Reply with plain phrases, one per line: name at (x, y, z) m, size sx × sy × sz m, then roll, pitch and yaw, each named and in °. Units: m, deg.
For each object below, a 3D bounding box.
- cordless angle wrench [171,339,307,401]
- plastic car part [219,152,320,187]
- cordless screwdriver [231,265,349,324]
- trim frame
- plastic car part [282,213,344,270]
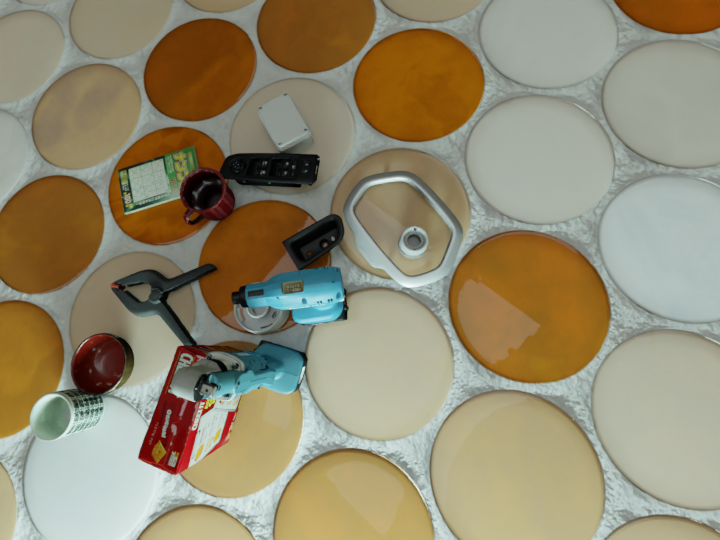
cordless angle wrench at (-0.155, 0.141, 0.587) m, size 0.099 × 0.414 × 0.075 m, roll 15°, pitch 80°, yaw 5°
plastic car part at (-0.182, -0.200, 0.853) m, size 0.206 × 0.065 × 0.067 m, roll 6°, pitch 79°, yaw 8°
cordless screwdriver at (-0.100, 0.046, 0.691) m, size 0.160 × 0.243 × 0.075 m, roll -8°, pitch 79°, yaw 2°
trim frame at (0.078, -0.085, 0.811) m, size 0.184 × 0.027 × 0.255 m, roll -38°, pitch 75°, yaw -3°
plastic car part at (-0.078, -0.051, 0.801) m, size 0.116 × 0.069 × 0.068 m, roll -31°, pitch 77°, yaw -2°
